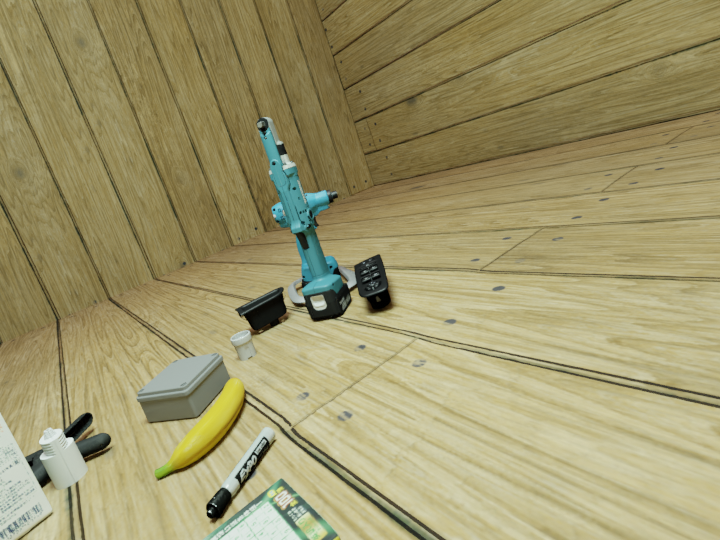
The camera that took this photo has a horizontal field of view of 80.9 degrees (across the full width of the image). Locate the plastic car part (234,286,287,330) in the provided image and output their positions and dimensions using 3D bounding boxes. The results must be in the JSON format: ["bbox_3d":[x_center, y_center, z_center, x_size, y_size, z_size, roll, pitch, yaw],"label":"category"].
[{"bbox_3d":[-0.209,0.092,0.938,0.114,0.070,0.068,-25,14,-21],"label":"plastic car part"}]

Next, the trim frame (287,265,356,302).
[{"bbox_3d":[-0.096,0.034,1.085,0.182,0.027,0.256,-22,15,-9],"label":"trim frame"}]

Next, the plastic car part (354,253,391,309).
[{"bbox_3d":[0.027,0.027,0.883,0.067,0.066,0.206,-18,15,3],"label":"plastic car part"}]

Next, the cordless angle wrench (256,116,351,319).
[{"bbox_3d":[-0.125,-0.107,0.869,0.076,0.416,0.097,-15,11,21],"label":"cordless angle wrench"}]

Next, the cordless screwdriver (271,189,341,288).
[{"bbox_3d":[-0.100,-0.065,1.020,0.160,0.244,0.075,-18,11,3],"label":"cordless screwdriver"}]
